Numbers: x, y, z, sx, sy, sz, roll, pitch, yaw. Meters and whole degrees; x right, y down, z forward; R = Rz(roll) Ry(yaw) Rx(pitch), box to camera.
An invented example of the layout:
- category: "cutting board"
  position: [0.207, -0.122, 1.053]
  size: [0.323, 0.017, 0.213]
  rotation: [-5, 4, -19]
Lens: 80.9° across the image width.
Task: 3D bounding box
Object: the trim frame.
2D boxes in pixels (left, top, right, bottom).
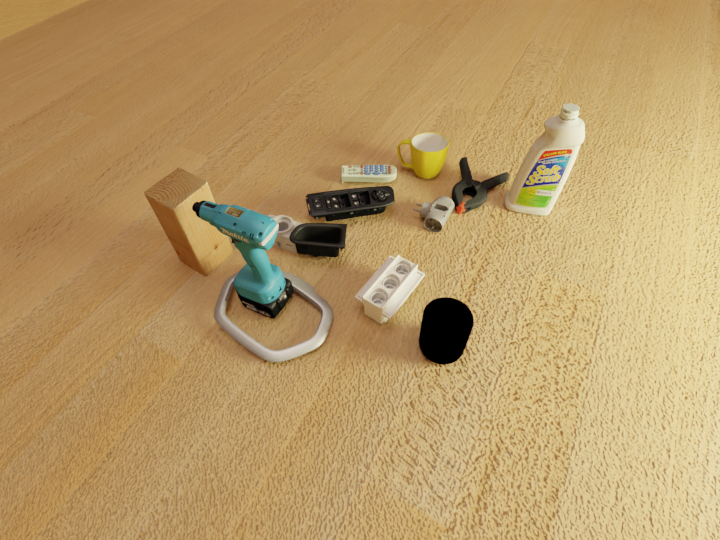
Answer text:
- category: "trim frame"
  position: [-0.172, 0.075, 0.826]
  size: [0.260, 0.026, 0.182]
  rotation: [27, 58, 25]

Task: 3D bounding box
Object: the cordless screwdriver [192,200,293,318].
- category: "cordless screwdriver"
  position: [-0.211, -0.023, 0.773]
  size: [0.165, 0.240, 0.074]
  rotation: [22, 55, 19]

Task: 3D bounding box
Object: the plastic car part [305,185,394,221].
- category: "plastic car part"
  position: [-0.020, -0.148, 0.967]
  size: [0.202, 0.064, 0.069]
  rotation: [-11, 51, -3]

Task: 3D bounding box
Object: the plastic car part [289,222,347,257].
- category: "plastic car part"
  position: [-0.088, -0.057, 0.898]
  size: [0.118, 0.068, 0.067]
  rotation: [2, 51, 6]
